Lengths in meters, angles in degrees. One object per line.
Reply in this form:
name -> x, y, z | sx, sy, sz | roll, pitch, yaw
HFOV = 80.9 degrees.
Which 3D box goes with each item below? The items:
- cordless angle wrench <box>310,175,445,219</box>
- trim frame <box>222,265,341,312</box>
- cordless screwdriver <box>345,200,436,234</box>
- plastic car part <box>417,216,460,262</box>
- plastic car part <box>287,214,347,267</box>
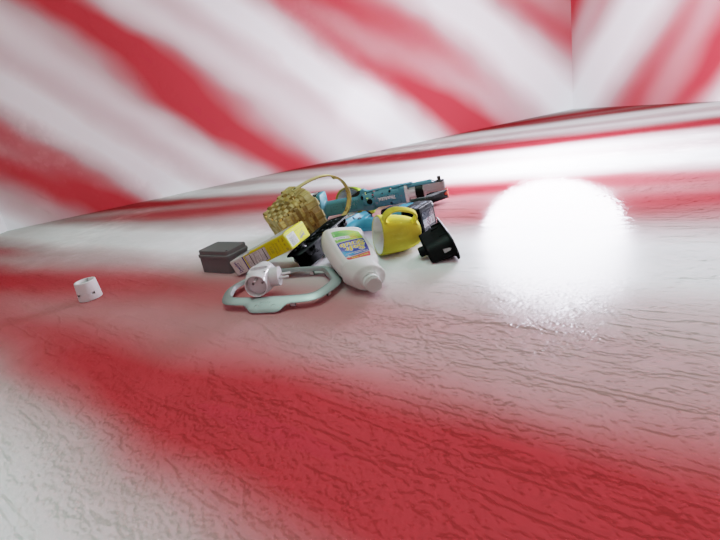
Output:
cordless angle wrench -> 0.029, -0.208, 1.230 | 0.435, 0.096, 0.074 | -8, 19, 19
trim frame -> -0.157, 0.034, 0.843 | 0.255, 0.027, 0.183 | -3, 21, 17
cordless screwdriver -> 0.069, -0.129, 1.075 | 0.260, 0.073, 0.155 | -1, 22, 36
plastic car part -> 0.152, -0.053, 0.863 | 0.072, 0.064, 0.119 | -24, 21, 11
plastic car part -> -0.098, -0.064, 0.997 | 0.069, 0.065, 0.199 | -4, 25, 37
